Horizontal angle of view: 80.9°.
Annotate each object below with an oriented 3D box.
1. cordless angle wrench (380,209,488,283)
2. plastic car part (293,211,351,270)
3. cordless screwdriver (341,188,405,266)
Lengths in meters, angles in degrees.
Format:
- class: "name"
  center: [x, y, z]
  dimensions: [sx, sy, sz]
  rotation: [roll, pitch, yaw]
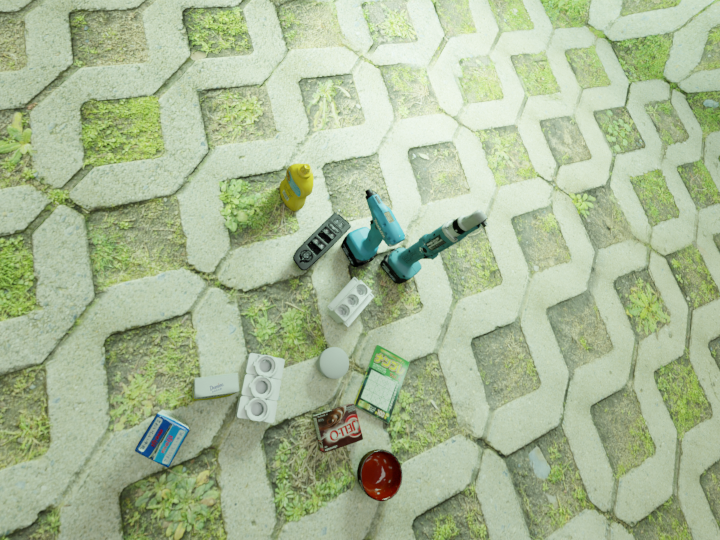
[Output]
- class: "cordless angle wrench"
  center: [0.184, -0.065, 1.104]
  dimensions: [0.073, 0.428, 0.098]
  rotation: [-38, 90, -27]
- class: "plastic car part"
  center: [-0.118, -0.077, 1.212]
  dimensions: [0.066, 0.068, 0.201]
  rotation: [43, 64, -2]
- class: "cordless screwdriver"
  center: [0.020, -0.111, 1.166]
  dimensions: [0.072, 0.251, 0.161]
  rotation: [-24, 83, -26]
